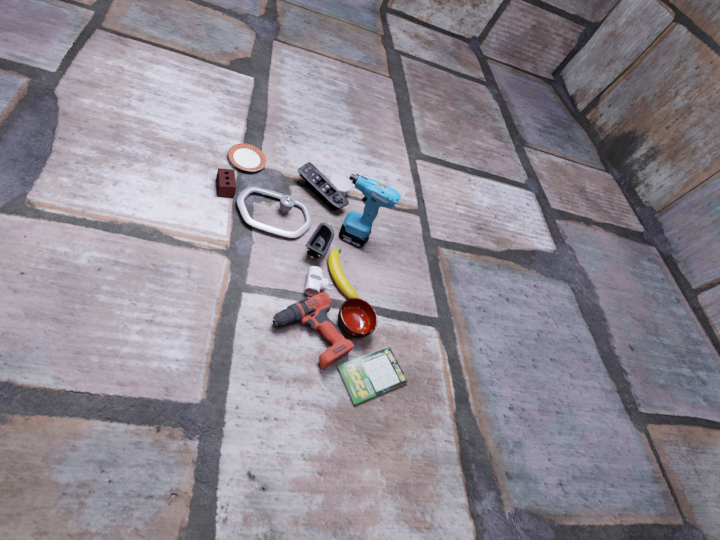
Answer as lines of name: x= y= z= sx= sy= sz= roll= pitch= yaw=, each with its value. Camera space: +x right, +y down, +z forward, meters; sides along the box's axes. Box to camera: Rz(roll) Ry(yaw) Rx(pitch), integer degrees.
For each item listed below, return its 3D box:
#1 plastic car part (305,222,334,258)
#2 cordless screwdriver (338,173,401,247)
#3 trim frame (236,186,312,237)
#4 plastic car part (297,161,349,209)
plastic car part: x=-0.126 y=-0.083 z=1.292 sx=0.066 sy=0.071 sz=0.117 roll=29 pitch=49 yaw=-5
cordless screwdriver: x=-0.001 y=-0.188 z=1.309 sx=0.158 sy=0.249 sz=0.075 roll=29 pitch=49 yaw=-6
trim frame: x=-0.270 y=-0.187 z=1.337 sx=0.242 sy=0.027 sz=0.189 roll=14 pitch=51 yaw=-14
plastic car part: x=-0.131 y=-0.275 z=1.437 sx=0.207 sy=0.067 sz=0.065 roll=42 pitch=49 yaw=9
